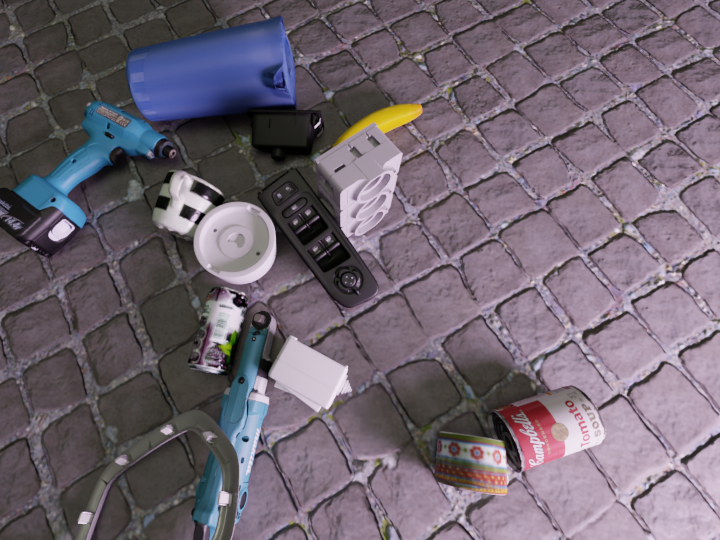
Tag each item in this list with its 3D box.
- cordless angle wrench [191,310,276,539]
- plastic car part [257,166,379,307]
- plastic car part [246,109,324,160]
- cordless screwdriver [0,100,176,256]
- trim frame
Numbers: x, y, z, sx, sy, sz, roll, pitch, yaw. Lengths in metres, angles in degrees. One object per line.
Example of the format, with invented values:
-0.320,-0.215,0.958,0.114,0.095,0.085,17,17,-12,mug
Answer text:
-0.155,0.251,0.469,0.076,0.094,0.430,4,65,13,cordless angle wrench
-0.056,-0.037,0.572,0.066,0.066,0.207,-36,79,-8,plastic car part
-0.117,-0.206,0.651,0.118,0.065,0.071,1,85,5,plastic car part
-0.402,-0.134,0.626,0.163,0.073,0.249,27,69,10,cordless screwdriver
-0.223,0.258,0.440,0.250,0.026,0.193,-33,48,10,trim frame
